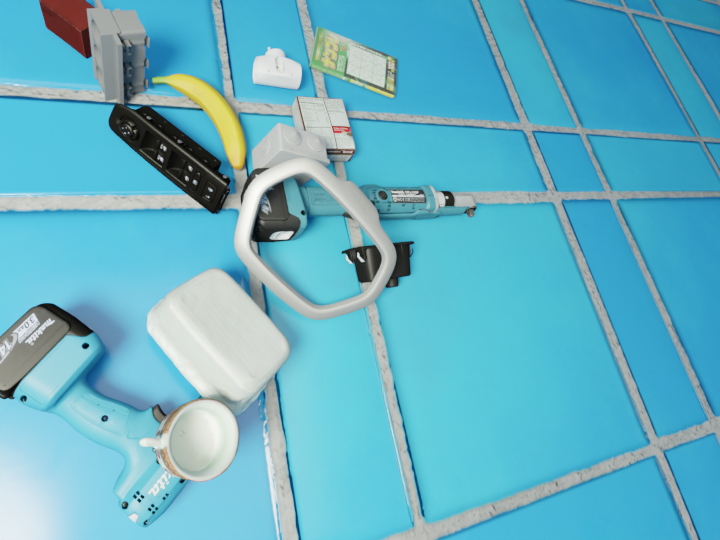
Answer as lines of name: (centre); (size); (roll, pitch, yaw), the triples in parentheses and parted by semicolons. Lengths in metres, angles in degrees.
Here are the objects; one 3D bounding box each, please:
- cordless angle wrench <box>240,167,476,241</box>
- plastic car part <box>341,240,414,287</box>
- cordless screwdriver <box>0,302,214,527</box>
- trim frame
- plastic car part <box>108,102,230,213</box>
cordless angle wrench: (0.023, -0.109, 0.690); (0.408, 0.075, 0.100); (-5, 72, -26)
plastic car part: (0.039, -0.008, 0.662); (0.112, 0.068, 0.071); (-4, 87, -27)
cordless screwdriver: (-0.268, 0.133, 0.471); (0.247, 0.075, 0.158); (43, 59, -5)
trim frame: (-0.057, -0.037, 0.579); (0.184, 0.028, 0.240); (-44, 110, 2)
plastic car part: (-0.267, -0.173, 0.608); (0.201, 0.067, 0.067); (35, 51, -5)
